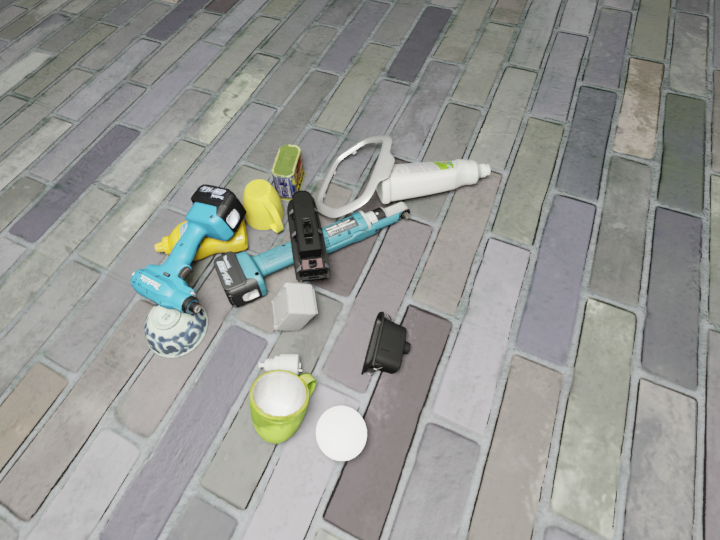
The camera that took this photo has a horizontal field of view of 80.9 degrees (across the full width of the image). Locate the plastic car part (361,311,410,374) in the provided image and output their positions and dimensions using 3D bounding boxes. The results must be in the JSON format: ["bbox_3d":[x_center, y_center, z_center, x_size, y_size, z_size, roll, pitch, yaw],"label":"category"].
[{"bbox_3d":[0.052,0.135,0.757,0.071,0.065,0.117,23,58,-3],"label":"plastic car part"}]

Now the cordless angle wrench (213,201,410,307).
[{"bbox_3d":[-0.085,-0.056,0.873,0.417,0.072,0.102,-24,61,-13],"label":"cordless angle wrench"}]

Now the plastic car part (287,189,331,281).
[{"bbox_3d":[-0.107,-0.079,0.821,0.066,0.064,0.211,-12,55,-3],"label":"plastic car part"}]

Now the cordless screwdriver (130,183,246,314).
[{"bbox_3d":[-0.304,-0.040,0.797,0.167,0.071,0.249,19,67,26],"label":"cordless screwdriver"}]

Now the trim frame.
[{"bbox_3d":[-0.013,-0.210,0.934,0.192,0.026,0.251,-8,49,38],"label":"trim frame"}]
